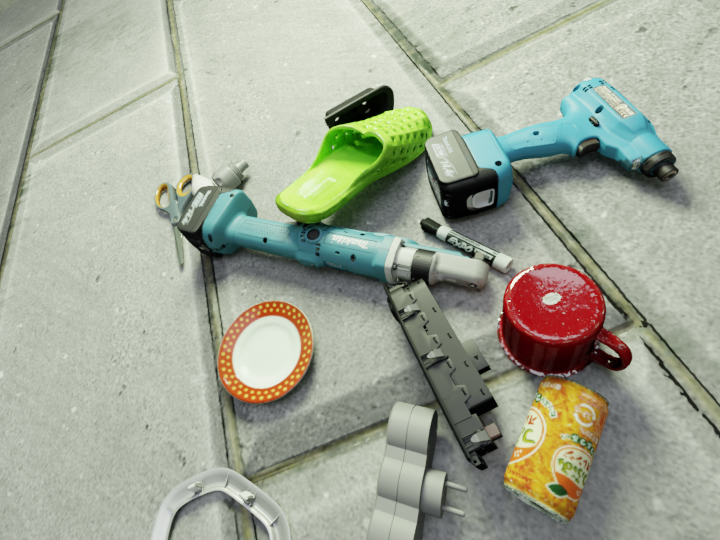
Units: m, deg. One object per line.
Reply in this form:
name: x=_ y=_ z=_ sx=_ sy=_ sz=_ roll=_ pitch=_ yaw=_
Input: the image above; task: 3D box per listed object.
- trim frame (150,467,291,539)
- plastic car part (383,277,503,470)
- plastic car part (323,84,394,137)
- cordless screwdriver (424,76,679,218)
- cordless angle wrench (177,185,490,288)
trim frame: x=-0.151 y=0.328 z=0.404 sx=0.188 sy=0.026 sz=0.256 roll=-12 pitch=59 yaw=16
plastic car part: x=0.082 y=0.083 z=0.426 sx=0.067 sy=0.062 sz=0.213 roll=-39 pitch=52 yaw=11
plastic car part: x=-0.009 y=-0.254 z=0.680 sx=0.116 sy=0.063 sz=0.075 roll=-35 pitch=41 yaw=-5
cordless screwdriver: x=0.214 y=-0.131 z=0.506 sx=0.250 sy=0.071 sz=0.166 roll=-20 pitch=55 yaw=5
cordless angle wrench: x=-0.055 y=-0.036 z=0.560 sx=0.441 sy=0.071 sz=0.098 roll=13 pitch=66 yaw=25
